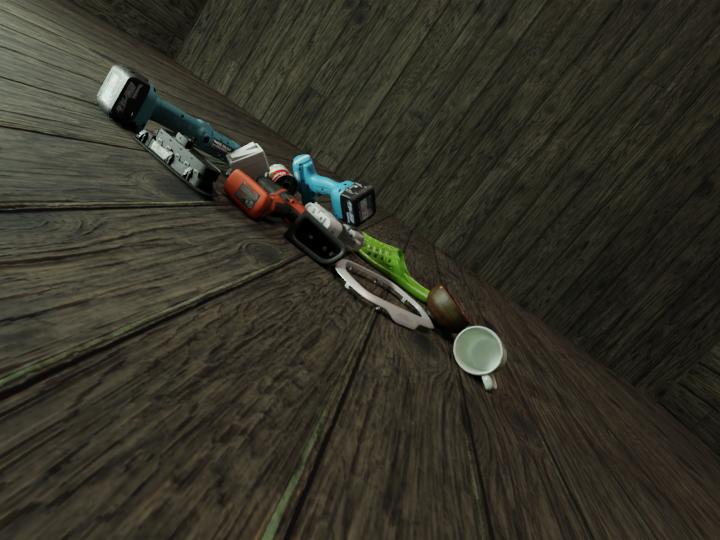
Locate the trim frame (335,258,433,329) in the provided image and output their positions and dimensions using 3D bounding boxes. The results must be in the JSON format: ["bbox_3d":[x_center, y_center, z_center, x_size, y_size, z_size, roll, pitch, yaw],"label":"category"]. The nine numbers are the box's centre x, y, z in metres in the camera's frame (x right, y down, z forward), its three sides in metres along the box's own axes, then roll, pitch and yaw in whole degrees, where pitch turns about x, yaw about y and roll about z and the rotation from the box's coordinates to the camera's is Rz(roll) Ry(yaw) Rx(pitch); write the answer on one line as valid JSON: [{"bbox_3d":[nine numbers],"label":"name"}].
[{"bbox_3d":[0.045,0.047,0.834,0.235,0.027,0.194,28,13,-35],"label":"trim frame"}]

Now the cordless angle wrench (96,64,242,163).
[{"bbox_3d":[-0.358,-0.299,0.939,0.078,0.098,0.402,39,10,28],"label":"cordless angle wrench"}]

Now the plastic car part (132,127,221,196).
[{"bbox_3d":[-0.314,-0.200,0.753,0.211,0.067,0.063,43,7,21],"label":"plastic car part"}]

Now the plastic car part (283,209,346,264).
[{"bbox_3d":[-0.080,-0.052,0.820,0.119,0.066,0.070,40,-1,8],"label":"plastic car part"}]

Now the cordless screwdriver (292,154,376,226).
[{"bbox_3d":[-0.075,-0.186,1.078,0.073,0.153,0.263,-35,50,-29],"label":"cordless screwdriver"}]
